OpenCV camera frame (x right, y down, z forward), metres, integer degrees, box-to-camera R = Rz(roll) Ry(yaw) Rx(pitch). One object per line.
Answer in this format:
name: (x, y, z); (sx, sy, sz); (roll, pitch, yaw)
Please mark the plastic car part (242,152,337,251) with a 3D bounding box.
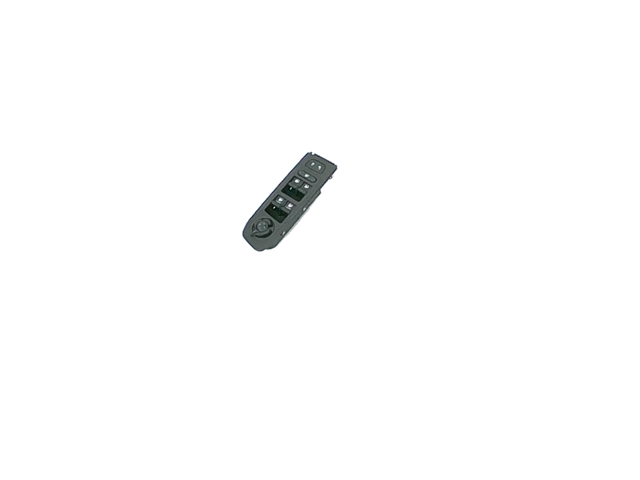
plastic car part: (-0.056, -0.060, 0.737); (0.066, 0.202, 0.067); (36, -20, 14)
